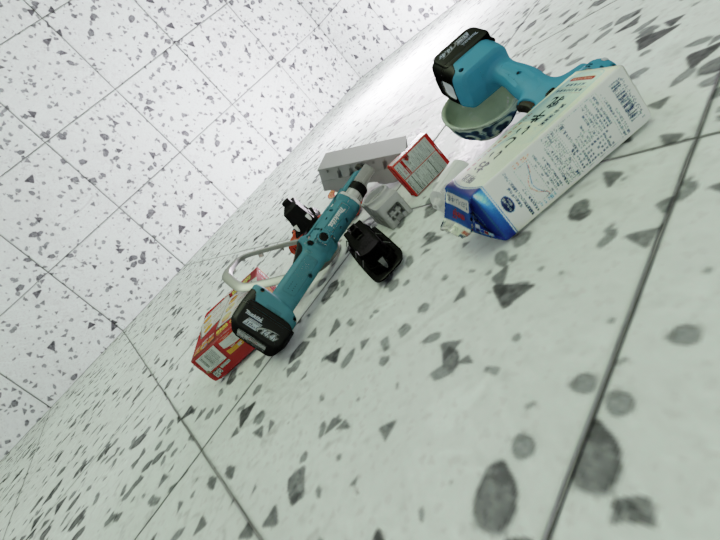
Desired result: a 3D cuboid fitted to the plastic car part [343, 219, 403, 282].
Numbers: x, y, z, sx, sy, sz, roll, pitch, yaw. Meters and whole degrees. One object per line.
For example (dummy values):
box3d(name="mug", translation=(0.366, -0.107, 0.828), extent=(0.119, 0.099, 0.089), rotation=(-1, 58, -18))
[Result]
box3d(name="plastic car part", translation=(0.013, -0.043, 0.685), extent=(0.066, 0.064, 0.211), rotation=(-37, 25, 1))

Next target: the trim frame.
box3d(name="trim frame", translation=(-0.160, -0.018, 0.854), extent=(0.249, 0.026, 0.191), rotation=(-17, 30, 2))

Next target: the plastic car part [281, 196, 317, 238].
box3d(name="plastic car part", translation=(-0.146, -0.132, 0.953), extent=(0.066, 0.068, 0.121), rotation=(-44, 25, 7))

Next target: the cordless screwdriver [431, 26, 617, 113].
box3d(name="cordless screwdriver", translation=(0.201, -0.254, 0.607), extent=(0.159, 0.070, 0.263), rotation=(-44, 48, 2))

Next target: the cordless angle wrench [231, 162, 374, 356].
box3d(name="cordless angle wrench", translation=(-0.074, -0.049, 0.762), extent=(0.423, 0.098, 0.074), rotation=(-59, 0, -29))
